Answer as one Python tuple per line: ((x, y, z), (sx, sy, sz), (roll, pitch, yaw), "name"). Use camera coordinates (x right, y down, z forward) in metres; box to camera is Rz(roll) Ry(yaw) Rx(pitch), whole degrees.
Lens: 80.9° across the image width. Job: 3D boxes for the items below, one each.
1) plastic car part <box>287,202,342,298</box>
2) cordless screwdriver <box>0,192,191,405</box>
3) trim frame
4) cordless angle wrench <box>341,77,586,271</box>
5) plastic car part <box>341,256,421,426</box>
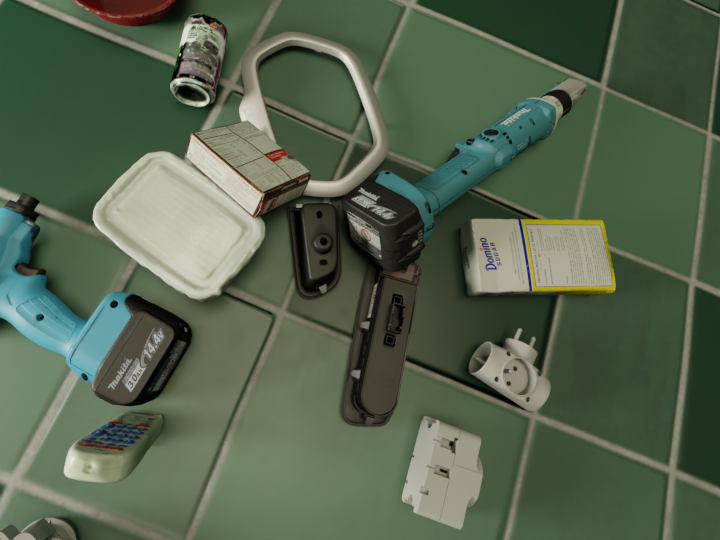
((-0.048, -0.031, 0.486), (0.065, 0.070, 0.119), (-3, 73, -10), "plastic car part")
((-0.296, 0.027, 0.436), (0.250, 0.073, 0.160), (22, 73, 2), "cordless screwdriver")
((-0.064, -0.210, 0.557), (0.181, 0.027, 0.252), (-16, 79, -13), "trim frame")
((0.163, -0.153, 0.543), (0.417, 0.071, 0.104), (-36, 49, -20), "cordless angle wrench")
((0.031, 0.075, 0.475), (0.065, 0.068, 0.205), (17, 76, -13), "plastic car part")
